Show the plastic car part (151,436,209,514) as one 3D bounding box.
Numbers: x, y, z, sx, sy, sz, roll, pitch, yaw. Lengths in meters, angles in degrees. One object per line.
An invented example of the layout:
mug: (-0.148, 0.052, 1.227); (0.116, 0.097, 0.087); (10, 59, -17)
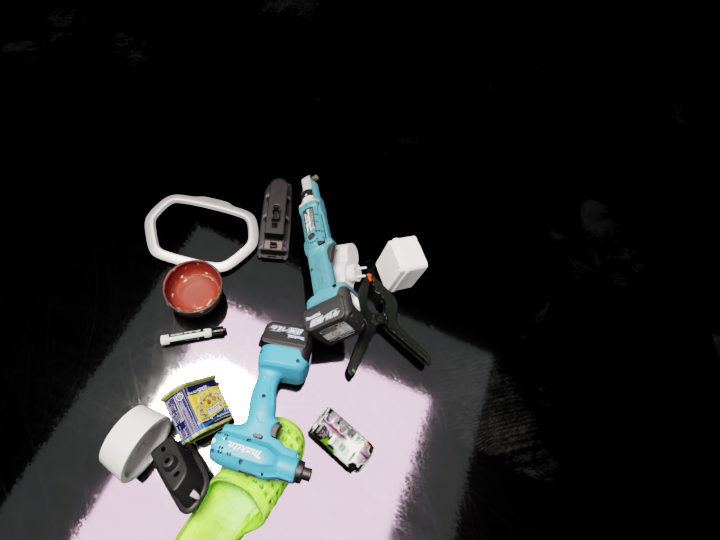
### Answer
plastic car part: (-0.285, 0.306, 0.655); (0.065, 0.068, 0.123); (-39, 40, -23)

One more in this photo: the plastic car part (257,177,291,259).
plastic car part: (-0.189, -0.126, 0.940); (0.066, 0.065, 0.208); (0, 59, -1)

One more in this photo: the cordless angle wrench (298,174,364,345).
cordless angle wrench: (-0.086, -0.056, 0.875); (0.099, 0.070, 0.441); (-28, 49, 15)

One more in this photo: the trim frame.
trim frame: (-0.344, -0.087, 0.918); (0.249, 0.027, 0.187); (11, 62, 2)

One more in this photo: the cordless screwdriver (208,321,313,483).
cordless screwdriver: (-0.131, 0.217, 0.713); (0.162, 0.072, 0.252); (11, 49, 7)
